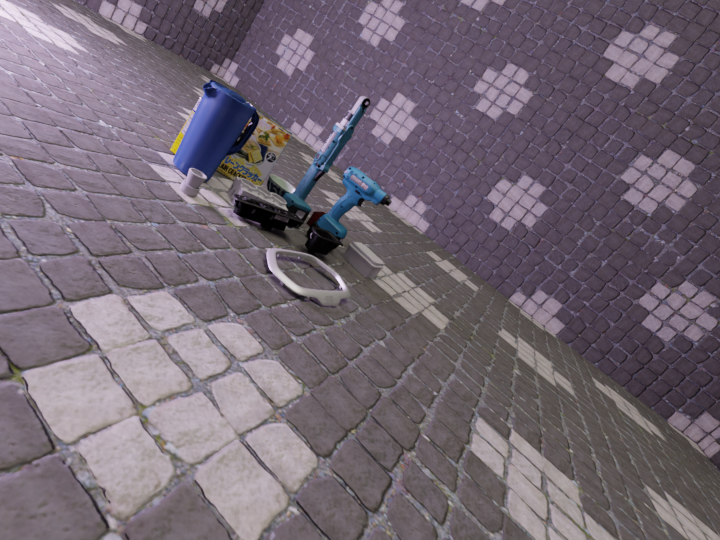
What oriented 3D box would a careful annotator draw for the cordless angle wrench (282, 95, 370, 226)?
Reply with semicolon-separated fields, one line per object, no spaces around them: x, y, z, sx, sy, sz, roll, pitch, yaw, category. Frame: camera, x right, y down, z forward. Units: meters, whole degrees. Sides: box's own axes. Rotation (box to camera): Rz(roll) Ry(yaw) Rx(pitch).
-0.106;-0.321;1.237;0.070;0.423;0.103;21;23;-43;cordless angle wrench

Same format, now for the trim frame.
-0.119;0.013;0.979;0.194;0.027;0.236;45;19;30;trim frame

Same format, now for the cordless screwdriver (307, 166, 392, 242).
-0.035;-0.163;1.245;0.163;0.249;0.072;40;16;11;cordless screwdriver

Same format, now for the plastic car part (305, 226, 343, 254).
-0.113;-0.074;1.158;0.069;0.071;0.111;44;18;26;plastic car part

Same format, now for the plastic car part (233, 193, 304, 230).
-0.249;-0.146;1.099;0.192;0.067;0.070;22;22;-39;plastic car part
